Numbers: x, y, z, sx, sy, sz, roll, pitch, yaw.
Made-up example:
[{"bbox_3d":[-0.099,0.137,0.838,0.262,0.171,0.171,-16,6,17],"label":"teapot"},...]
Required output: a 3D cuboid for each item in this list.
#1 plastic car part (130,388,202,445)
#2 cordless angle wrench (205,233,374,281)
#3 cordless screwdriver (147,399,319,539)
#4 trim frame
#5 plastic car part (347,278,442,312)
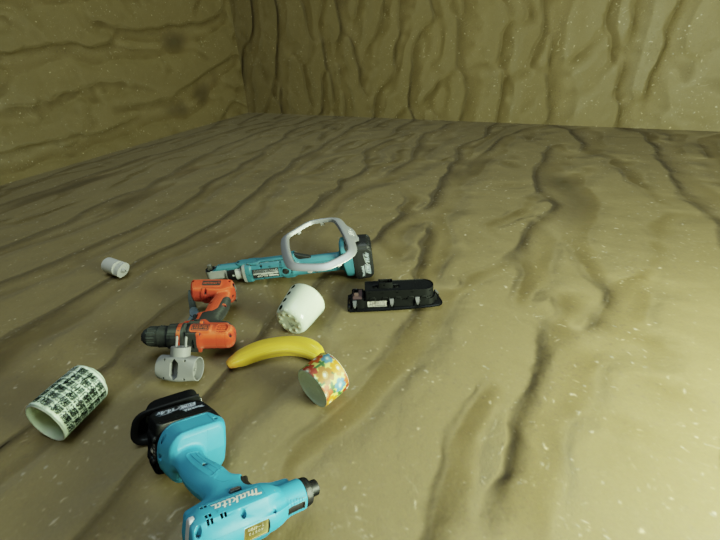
[{"bbox_3d":[-0.310,0.231,0.691,0.116,0.065,0.073,-13,15,-6],"label":"plastic car part"},{"bbox_3d":[-0.182,-0.013,1.054,0.428,0.095,0.076,-7,29,7],"label":"cordless angle wrench"},{"bbox_3d":[-0.179,0.254,0.552,0.152,0.074,0.262,-4,11,-38],"label":"cordless screwdriver"},{"bbox_3d":[-0.098,-0.064,1.003,0.183,0.026,0.259,-19,32,-4],"label":"trim frame"},{"bbox_3d":[0.073,0.049,0.922,0.205,0.065,0.067,0,23,5],"label":"plastic car part"}]
